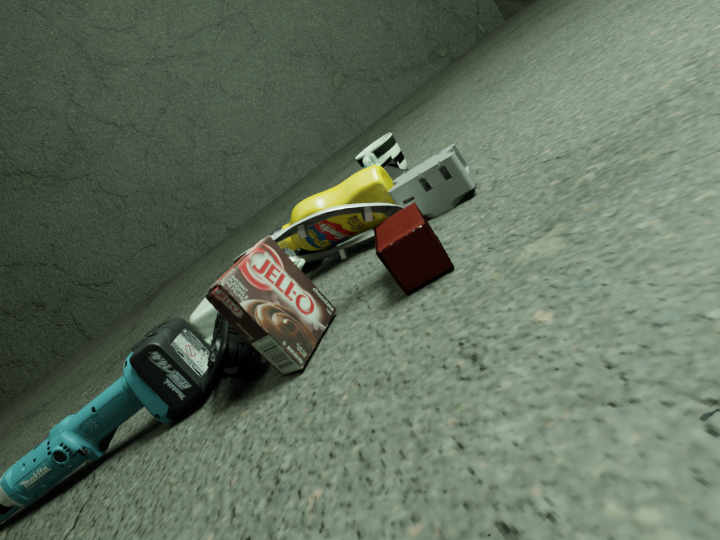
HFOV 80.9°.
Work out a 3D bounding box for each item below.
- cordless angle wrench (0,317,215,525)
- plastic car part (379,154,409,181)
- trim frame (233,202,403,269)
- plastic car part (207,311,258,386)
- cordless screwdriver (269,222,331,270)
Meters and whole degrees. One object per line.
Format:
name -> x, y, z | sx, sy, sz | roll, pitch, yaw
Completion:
cordless angle wrench -> -0.365, 0.220, 0.542 | 0.426, 0.096, 0.075 | -37, 11, 12
plastic car part -> 0.042, -0.119, 0.660 | 0.116, 0.063, 0.075 | -46, 32, -18
trim frame -> -0.052, -0.034, 0.528 | 0.175, 0.028, 0.257 | 0, -13, -46
plastic car part -> -0.153, 0.080, 0.517 | 0.066, 0.065, 0.208 | -61, 16, 7
cordless screwdriver -> -0.040, -0.099, 0.738 | 0.165, 0.073, 0.246 | -17, 22, 48
